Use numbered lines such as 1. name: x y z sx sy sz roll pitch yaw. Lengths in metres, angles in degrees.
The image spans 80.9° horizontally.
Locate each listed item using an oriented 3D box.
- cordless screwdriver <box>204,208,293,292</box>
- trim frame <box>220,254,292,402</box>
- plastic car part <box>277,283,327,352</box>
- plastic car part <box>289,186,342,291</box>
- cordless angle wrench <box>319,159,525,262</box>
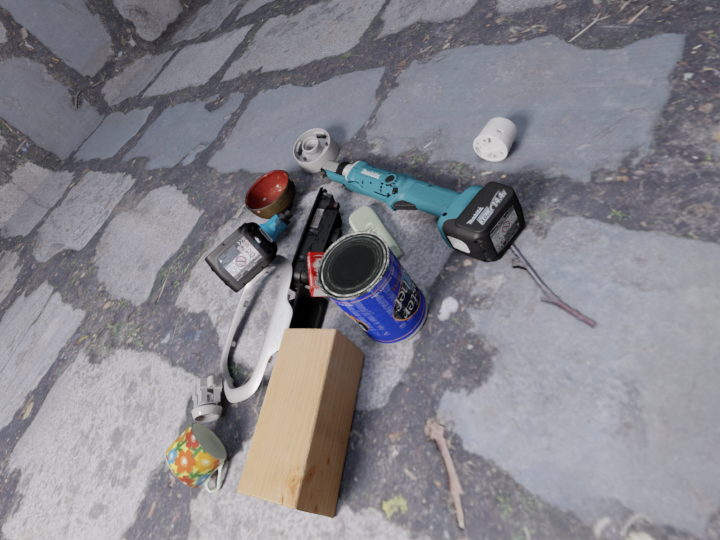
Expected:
1. cordless screwdriver: -0.182 -0.051 0.751 0.159 0.073 0.253 -42 12 -2
2. trim frame: -0.172 0.090 0.697 0.192 0.026 0.251 -9 60 51
3. plastic car part: -0.108 0.091 0.677 0.074 0.062 0.118 -13 54 45
4. plastic car part: -0.074 -0.048 0.756 0.069 0.064 0.204 16 65 13
5. cordless angle wrench: 0.061 -0.137 0.723 0.098 0.070 0.448 -50 43 -9
